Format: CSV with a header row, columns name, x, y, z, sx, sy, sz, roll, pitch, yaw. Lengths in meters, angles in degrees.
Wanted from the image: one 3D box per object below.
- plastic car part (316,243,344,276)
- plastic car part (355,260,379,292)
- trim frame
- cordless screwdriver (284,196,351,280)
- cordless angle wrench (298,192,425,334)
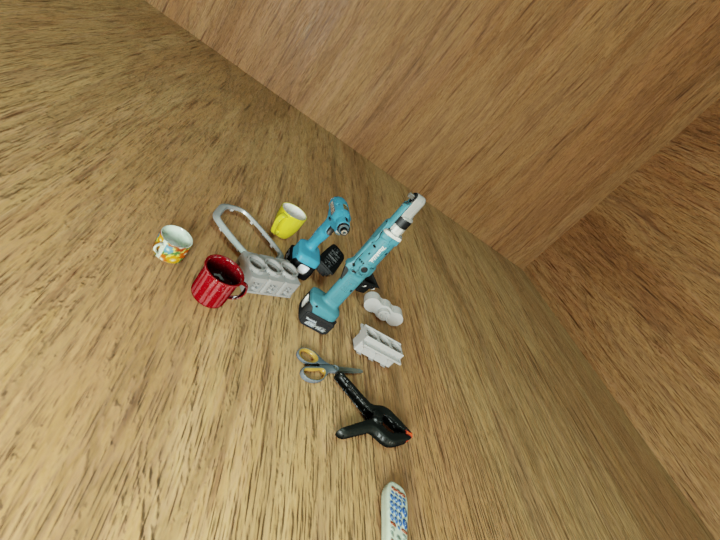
name,x,y,z,sx,sy,sz,roll,pitch,yaw
plastic car part,-0.098,-0.026,1.309,0.066,0.067,0.202,39,24,-3
plastic car part,0.000,0.026,1.351,0.062,0.071,0.122,21,30,-36
trim frame,-0.312,-0.098,1.180,0.255,0.028,0.178,45,25,13
cordless screwdriver,-0.112,-0.073,1.146,0.071,0.250,0.165,29,27,-26
cordless angle wrench,0.004,-0.016,0.997,0.095,0.425,0.076,33,26,-19
